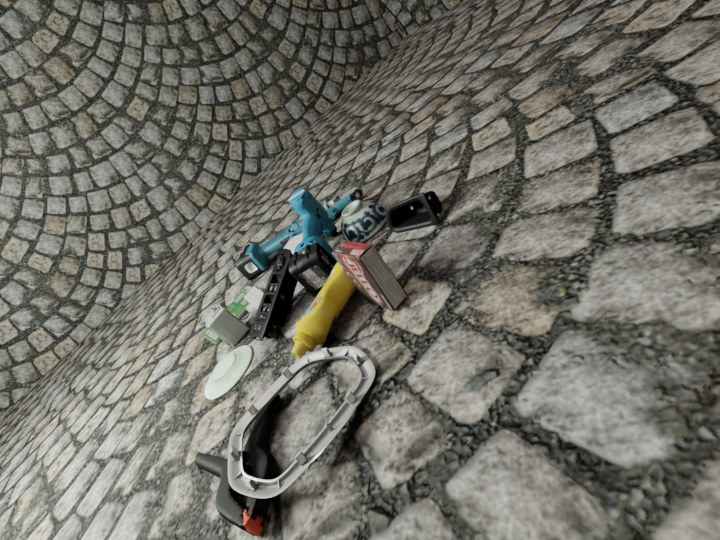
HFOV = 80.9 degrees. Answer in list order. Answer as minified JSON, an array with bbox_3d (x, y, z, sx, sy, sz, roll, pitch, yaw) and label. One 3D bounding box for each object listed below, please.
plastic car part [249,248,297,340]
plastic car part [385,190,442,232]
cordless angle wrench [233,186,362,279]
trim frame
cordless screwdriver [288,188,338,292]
[{"bbox_3d":[-0.170,0.051,0.894,0.068,0.064,0.205,-13,61,61],"label":"plastic car part"},{"bbox_3d":[0.109,-0.120,0.821,0.070,0.065,0.121,-38,16,-34],"label":"plastic car part"},{"bbox_3d":[-0.173,-0.114,1.192,0.429,0.071,0.100,-30,26,18],"label":"cordless angle wrench"},{"bbox_3d":[-0.085,0.192,0.583,0.245,0.026,0.194,-43,30,-28],"label":"trim frame"},{"bbox_3d":[-0.092,-0.060,0.945,0.075,0.150,0.258,-30,41,19],"label":"cordless screwdriver"}]
